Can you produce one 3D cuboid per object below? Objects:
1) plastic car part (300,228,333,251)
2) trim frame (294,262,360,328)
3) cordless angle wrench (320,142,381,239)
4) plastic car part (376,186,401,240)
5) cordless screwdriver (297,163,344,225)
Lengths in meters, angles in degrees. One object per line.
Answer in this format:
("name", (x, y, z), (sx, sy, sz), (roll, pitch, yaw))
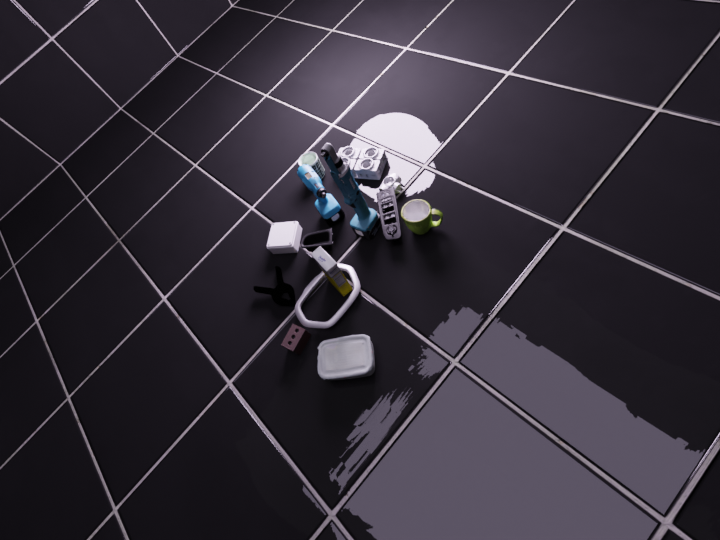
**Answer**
("plastic car part", (-0.144, -0.094, 1.475), (0.119, 0.067, 0.068), (-10, 58, 17))
("trim frame", (-0.108, 0.082, 1.381), (0.194, 0.026, 0.248), (30, 77, 34))
("cordless angle wrench", (-0.030, -0.243, 1.306), (0.078, 0.401, 0.098), (22, 71, 30))
("plastic car part", (0.101, -0.179, 1.420), (0.068, 0.063, 0.209), (-15, 57, 14))
("cordless screwdriver", (-0.125, -0.242, 1.448), (0.074, 0.236, 0.168), (-35, 55, -1))
